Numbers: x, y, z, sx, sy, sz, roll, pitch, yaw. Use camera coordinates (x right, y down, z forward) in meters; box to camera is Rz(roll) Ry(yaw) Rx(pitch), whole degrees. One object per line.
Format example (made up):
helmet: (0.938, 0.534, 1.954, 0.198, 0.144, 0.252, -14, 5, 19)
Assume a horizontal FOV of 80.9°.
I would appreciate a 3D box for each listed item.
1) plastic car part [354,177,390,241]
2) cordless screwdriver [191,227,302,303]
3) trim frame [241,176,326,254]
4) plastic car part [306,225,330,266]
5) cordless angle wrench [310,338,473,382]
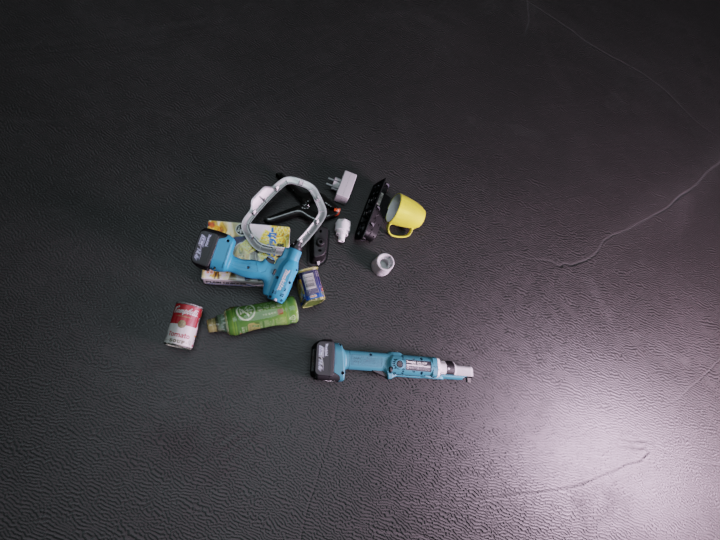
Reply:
plastic car part: (0.038, -0.163, 1.210, 0.064, 0.069, 0.204, 36, 65, -26)
cordless screwdriver: (-0.270, -0.037, 1.025, 0.246, 0.075, 0.160, 23, 80, -7)
trim frame: (-0.199, -0.147, 1.113, 0.187, 0.027, 0.247, 35, 68, 7)
plastic car part: (-0.112, -0.073, 1.145, 0.065, 0.070, 0.119, 4, 68, -9)
cordless angle wrench: (0.088, 0.240, 1.067, 0.416, 0.074, 0.100, 6, 71, -9)
